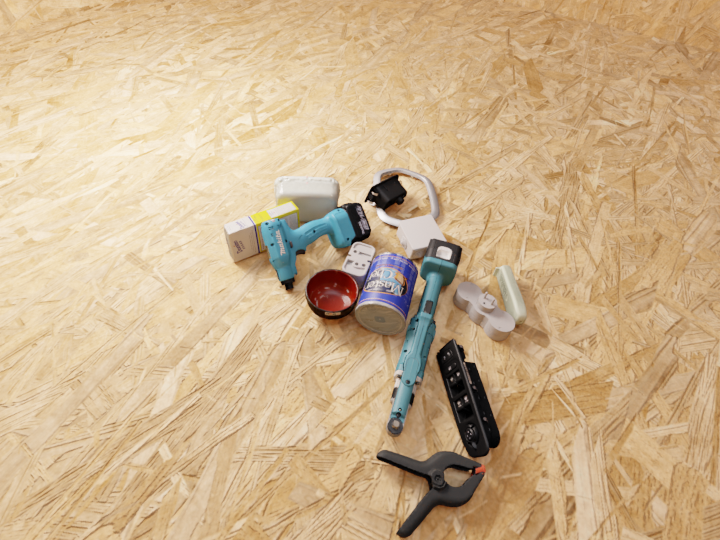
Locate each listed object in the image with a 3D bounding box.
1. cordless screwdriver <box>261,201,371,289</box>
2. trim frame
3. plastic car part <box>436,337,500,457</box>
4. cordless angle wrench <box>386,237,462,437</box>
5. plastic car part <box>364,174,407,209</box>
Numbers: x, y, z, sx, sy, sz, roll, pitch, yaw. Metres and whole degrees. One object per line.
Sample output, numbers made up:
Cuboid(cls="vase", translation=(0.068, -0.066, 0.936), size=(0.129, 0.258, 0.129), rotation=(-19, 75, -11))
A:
Cuboid(cls="cordless screwdriver", translation=(-0.095, -0.062, 0.974), size=(0.242, 0.076, 0.159), rotation=(-18, 91, -25))
Cuboid(cls="trim frame", translation=(0.115, -0.201, 1.147), size=(0.183, 0.027, 0.257), rotation=(0, 51, -3))
Cuboid(cls="plastic car part", translation=(0.195, 0.230, 0.758), size=(0.064, 0.066, 0.210), rotation=(18, 43, -24))
Cuboid(cls="cordless angle wrench", translation=(0.120, 0.119, 0.837), size=(0.076, 0.095, 0.426), rotation=(16, 55, 9))
Cuboid(cls="plastic car part", translation=(0.079, -0.198, 1.098), size=(0.114, 0.065, 0.073), rotation=(-29, 72, -29))
